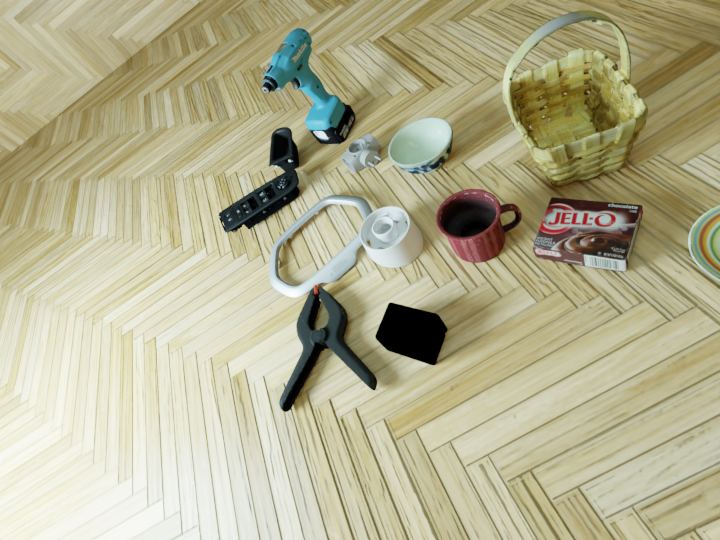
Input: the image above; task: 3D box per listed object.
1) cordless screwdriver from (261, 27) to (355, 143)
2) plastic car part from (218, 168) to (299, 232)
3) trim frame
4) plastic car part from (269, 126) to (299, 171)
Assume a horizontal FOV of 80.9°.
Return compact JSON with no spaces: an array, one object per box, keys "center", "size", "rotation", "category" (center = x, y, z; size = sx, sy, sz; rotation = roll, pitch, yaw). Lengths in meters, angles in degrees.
[{"center":[-0.113,-0.371,0.920],"size":[0.078,0.235,0.160],"rotation":[13,66,35],"category":"cordless screwdriver"},{"center":[-0.215,-0.148,0.947],"size":[0.204,0.063,0.070],"rotation":[-35,48,6],"category":"plastic car part"},{"center":[-0.081,-0.053,0.827],"size":[0.248,0.026,0.195],"rotation":[-42,48,0],"category":"trim frame"},{"center":[-0.174,-0.283,1.011],"size":[0.067,0.067,0.120],"rotation":[-19,52,18],"category":"plastic car part"}]
